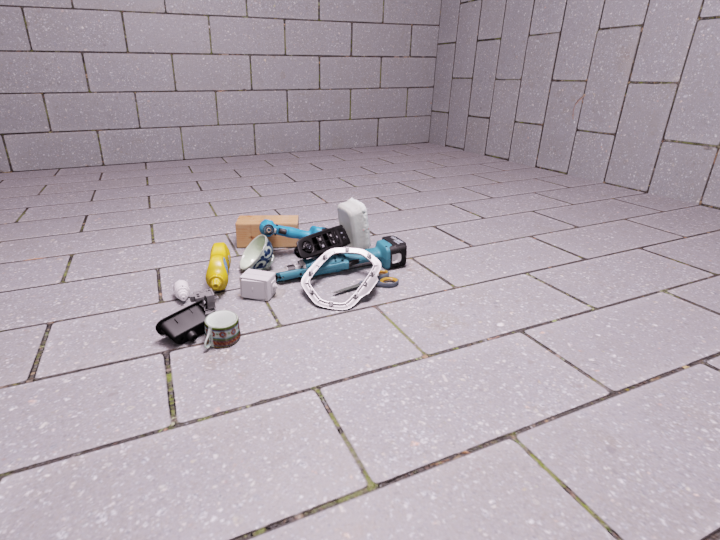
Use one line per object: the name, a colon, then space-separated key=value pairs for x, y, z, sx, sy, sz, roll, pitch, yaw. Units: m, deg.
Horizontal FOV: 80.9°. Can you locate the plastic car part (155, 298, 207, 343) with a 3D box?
plastic car part: x=-0.381 y=0.126 z=0.933 sx=0.074 sy=0.064 sz=0.113 roll=31 pitch=39 yaw=25

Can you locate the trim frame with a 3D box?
trim frame: x=-0.047 y=0.012 z=1.130 sx=0.192 sy=0.027 sz=0.246 roll=22 pitch=45 yaw=21

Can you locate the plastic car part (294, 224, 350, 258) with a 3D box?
plastic car part: x=-0.121 y=-0.079 z=1.238 sx=0.069 sy=0.066 sz=0.196 roll=-18 pitch=4 yaw=42

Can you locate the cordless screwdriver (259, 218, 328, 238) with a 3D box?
cordless screwdriver: x=-0.191 y=-0.112 z=1.315 sx=0.244 sy=0.074 sz=0.163 roll=10 pitch=6 yaw=-12

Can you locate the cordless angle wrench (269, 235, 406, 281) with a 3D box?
cordless angle wrench: x=-0.068 y=-0.023 z=1.234 sx=0.412 sy=0.072 sz=0.103 roll=-12 pitch=27 yaw=-19
